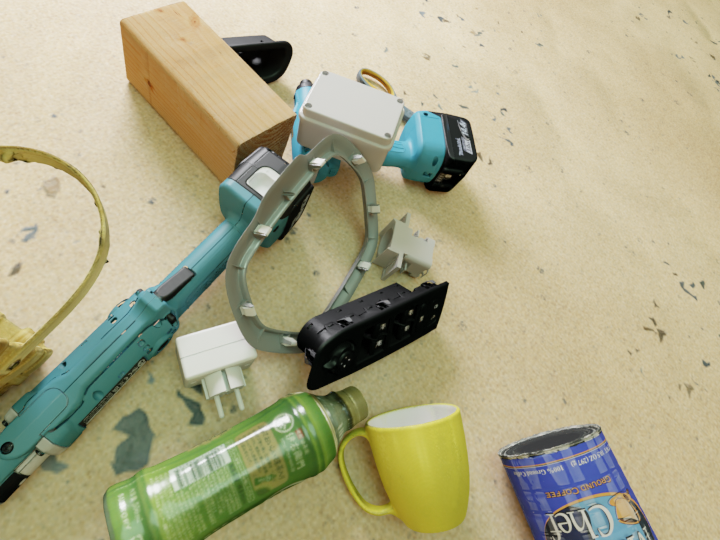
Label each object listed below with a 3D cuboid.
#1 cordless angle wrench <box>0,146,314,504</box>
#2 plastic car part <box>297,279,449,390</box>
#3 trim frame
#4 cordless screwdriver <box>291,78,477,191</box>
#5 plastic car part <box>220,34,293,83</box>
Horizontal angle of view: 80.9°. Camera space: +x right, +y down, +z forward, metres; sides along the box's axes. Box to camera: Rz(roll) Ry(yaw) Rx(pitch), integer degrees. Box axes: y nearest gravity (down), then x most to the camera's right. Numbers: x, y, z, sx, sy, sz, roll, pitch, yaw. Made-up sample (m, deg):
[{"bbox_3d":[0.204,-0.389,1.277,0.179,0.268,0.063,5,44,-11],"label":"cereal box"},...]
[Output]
[{"bbox_3d":[-0.196,0.049,0.380,0.074,0.098,0.421,37,62,-1],"label":"cordless angle wrench"},{"bbox_3d":[0.012,0.053,0.440,0.070,0.065,0.196,35,38,29],"label":"plastic car part"},{"bbox_3d":[-0.043,-0.028,0.436,0.029,0.175,0.248,8,52,39],"label":"trim frame"},{"bbox_3d":[0.026,-0.191,0.587,0.243,0.074,0.164,1,63,-14],"label":"cordless screwdriver"},{"bbox_3d":[-0.162,-0.302,0.594,0.114,0.065,0.074,-31,64,-33],"label":"plastic car part"}]
